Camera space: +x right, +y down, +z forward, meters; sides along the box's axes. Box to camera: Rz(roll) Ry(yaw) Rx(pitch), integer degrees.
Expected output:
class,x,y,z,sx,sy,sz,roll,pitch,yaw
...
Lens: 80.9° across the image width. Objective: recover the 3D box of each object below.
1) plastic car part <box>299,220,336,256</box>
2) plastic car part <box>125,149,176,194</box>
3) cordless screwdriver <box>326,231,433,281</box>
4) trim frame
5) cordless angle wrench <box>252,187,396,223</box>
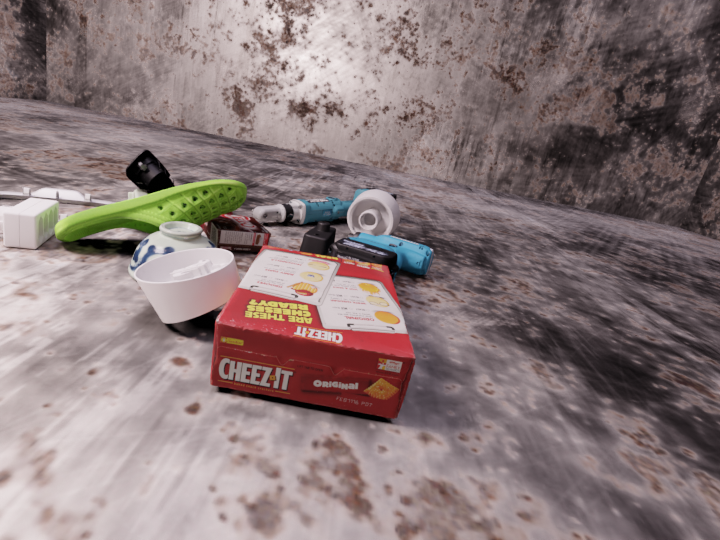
class,x,y,z,sx,sy,sz,roll,pitch,yaw
plastic car part,-0.068,-0.045,0.700,0.067,0.070,0.116,15,22,6
plastic car part,-0.400,-0.174,0.824,0.067,0.066,0.204,50,-12,-3
cordless screwdriver,0.013,-0.022,0.679,0.166,0.073,0.241,18,16,21
trim frame,-0.519,-0.108,0.703,0.240,0.027,0.193,1,20,-22
cordless angle wrench,-0.073,-0.145,0.995,0.103,0.073,0.406,25,26,36
